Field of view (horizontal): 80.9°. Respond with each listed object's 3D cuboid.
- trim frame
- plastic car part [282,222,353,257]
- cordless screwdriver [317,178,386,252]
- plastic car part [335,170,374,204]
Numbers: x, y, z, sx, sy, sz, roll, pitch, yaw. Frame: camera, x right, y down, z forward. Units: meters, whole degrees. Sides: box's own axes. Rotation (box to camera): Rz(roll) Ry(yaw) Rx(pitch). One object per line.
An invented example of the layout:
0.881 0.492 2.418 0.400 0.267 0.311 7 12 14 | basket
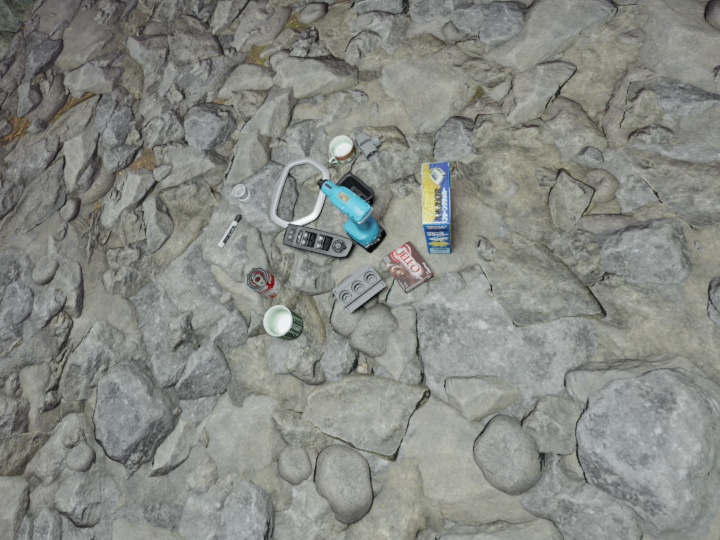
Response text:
-0.191 -0.241 1.303 0.190 0.026 0.251 7 74 20 | trim frame
-0.117 -0.077 1.201 0.211 0.064 0.067 13 76 21 | plastic car part
-0.023 -0.145 1.100 0.166 0.238 0.074 40 85 22 | cordless screwdriver
-0.009 -0.221 1.216 0.066 0.068 0.122 -47 66 -3 | plastic car part
